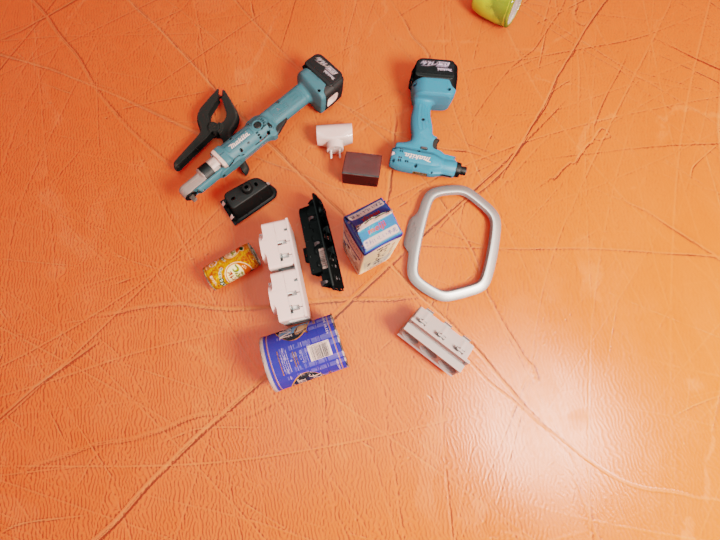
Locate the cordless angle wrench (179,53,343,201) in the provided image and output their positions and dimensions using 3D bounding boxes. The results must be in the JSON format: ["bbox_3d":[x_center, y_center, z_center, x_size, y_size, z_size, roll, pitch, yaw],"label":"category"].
[{"bbox_3d":[-0.214,-0.295,0.897,0.099,0.074,0.420,45,78,7],"label":"cordless angle wrench"}]

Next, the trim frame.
[{"bbox_3d":[0.184,-0.059,0.854,0.186,0.027,0.250,13,78,6],"label":"trim frame"}]

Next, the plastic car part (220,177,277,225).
[{"bbox_3d":[-0.237,-0.158,0.883,0.116,0.070,0.067,-34,80,-3],"label":"plastic car part"}]

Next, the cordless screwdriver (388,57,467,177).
[{"bbox_3d":[0.161,-0.318,0.900,0.161,0.073,0.250,12,80,5],"label":"cordless screwdriver"}]

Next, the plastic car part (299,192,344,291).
[{"bbox_3d":[-0.084,-0.055,0.855,0.069,0.063,0.206,-16,75,24],"label":"plastic car part"}]
